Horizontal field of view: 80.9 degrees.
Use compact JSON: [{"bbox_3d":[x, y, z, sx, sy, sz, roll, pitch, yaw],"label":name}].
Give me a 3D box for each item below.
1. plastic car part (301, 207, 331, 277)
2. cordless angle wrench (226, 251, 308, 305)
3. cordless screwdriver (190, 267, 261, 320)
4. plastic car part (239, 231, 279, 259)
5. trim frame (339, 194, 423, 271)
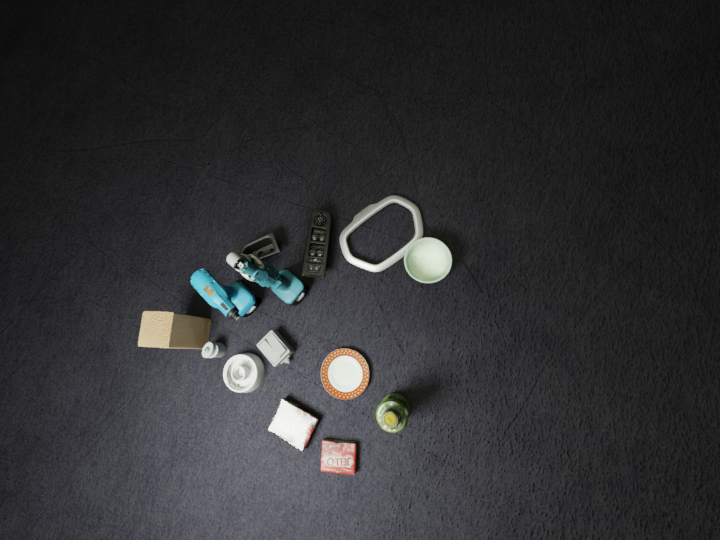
[{"bbox_3d":[-0.117,-0.077,1.201,0.068,0.065,0.205,3,77,11],"label":"plastic car part"},{"bbox_3d":[-0.224,0.013,1.021,0.101,0.410,0.074,39,86,13],"label":"cordless angle wrench"},{"bbox_3d":[-0.335,0.080,1.118,0.164,0.241,0.074,42,87,15],"label":"cordless screwdriver"},{"bbox_3d":[-0.289,-0.055,1.232,0.117,0.069,0.068,-23,75,5],"label":"plastic car part"},{"bbox_3d":[0.059,-0.106,1.188,0.249,0.026,0.190,-38,72,1],"label":"trim frame"}]
